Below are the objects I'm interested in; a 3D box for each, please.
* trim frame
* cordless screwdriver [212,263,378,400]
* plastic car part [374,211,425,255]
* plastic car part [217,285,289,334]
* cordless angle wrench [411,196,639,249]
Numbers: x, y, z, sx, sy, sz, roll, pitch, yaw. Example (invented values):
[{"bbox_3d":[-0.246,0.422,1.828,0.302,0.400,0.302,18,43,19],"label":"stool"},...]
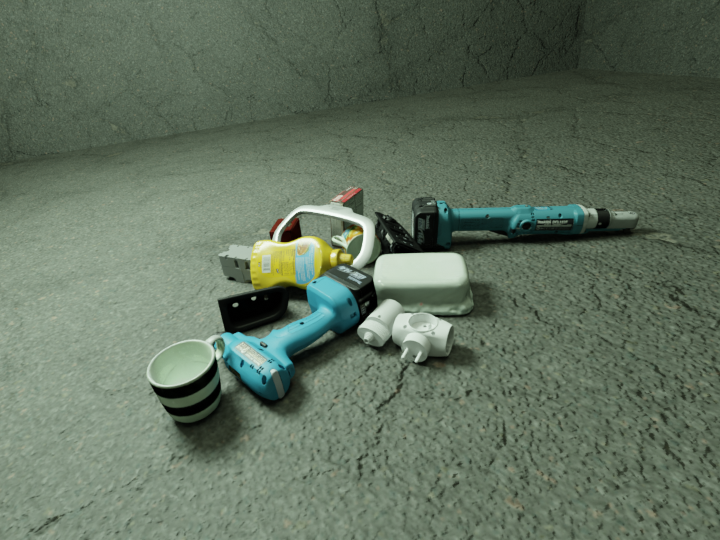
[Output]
[{"bbox_3d":[-0.081,-0.053,0.832,0.262,0.026,0.185,15,73,38],"label":"trim frame"},{"bbox_3d":[-0.099,0.078,0.653,0.168,0.072,0.244,20,44,40],"label":"cordless screwdriver"},{"bbox_3d":[0.066,-0.064,0.860,0.065,0.066,0.210,13,26,-16],"label":"plastic car part"},{"bbox_3d":[-0.186,0.058,0.729,0.114,0.065,0.074,-16,15,-21],"label":"plastic car part"},{"bbox_3d":[0.319,-0.098,0.837,0.428,0.095,0.076,0,32,7],"label":"cordless angle wrench"}]
